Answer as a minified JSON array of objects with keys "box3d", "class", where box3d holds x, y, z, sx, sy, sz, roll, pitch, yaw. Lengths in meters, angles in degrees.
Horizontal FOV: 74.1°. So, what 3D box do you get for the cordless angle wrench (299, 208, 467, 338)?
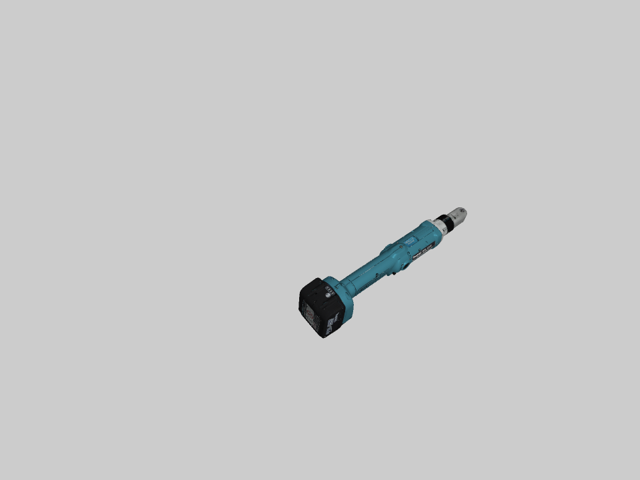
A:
[{"box3d":[0.147,0.035,0.829,0.422,0.074,0.098,-31,-29,-25],"class":"cordless angle wrench"}]
